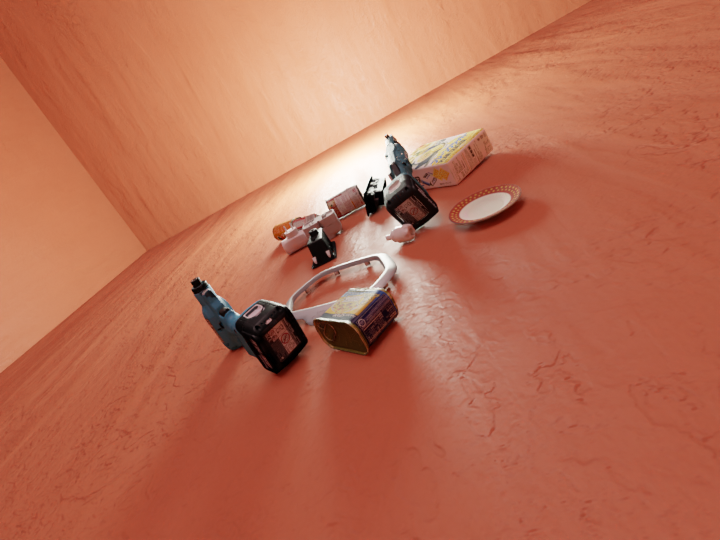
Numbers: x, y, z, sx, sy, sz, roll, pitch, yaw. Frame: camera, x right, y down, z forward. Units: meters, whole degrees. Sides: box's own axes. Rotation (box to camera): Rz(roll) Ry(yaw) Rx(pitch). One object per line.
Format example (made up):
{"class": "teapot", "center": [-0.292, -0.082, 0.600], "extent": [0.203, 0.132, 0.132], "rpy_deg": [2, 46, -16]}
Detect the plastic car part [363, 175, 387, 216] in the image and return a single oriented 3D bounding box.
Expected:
{"class": "plastic car part", "center": [0.045, -0.219, 1.169], "extent": [0.068, 0.064, 0.206], "rpy_deg": [-16, 24, 11]}

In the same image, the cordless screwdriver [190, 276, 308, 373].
{"class": "cordless screwdriver", "center": [-0.209, 0.082, 0.731], "extent": [0.073, 0.154, 0.260], "rpy_deg": [-42, 25, -31]}

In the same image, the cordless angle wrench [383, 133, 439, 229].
{"class": "cordless angle wrench", "center": [0.095, -0.240, 1.006], "extent": [0.075, 0.094, 0.435], "rpy_deg": [-40, 27, 23]}

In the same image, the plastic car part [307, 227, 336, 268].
{"class": "plastic car part", "center": [-0.099, -0.065, 1.016], "extent": [0.067, 0.068, 0.119], "rpy_deg": [-26, 24, 9]}

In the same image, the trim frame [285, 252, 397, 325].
{"class": "trim frame", "center": [-0.042, 0.034, 0.791], "extent": [0.257, 0.027, 0.184], "rpy_deg": [-16, 25, 30]}
